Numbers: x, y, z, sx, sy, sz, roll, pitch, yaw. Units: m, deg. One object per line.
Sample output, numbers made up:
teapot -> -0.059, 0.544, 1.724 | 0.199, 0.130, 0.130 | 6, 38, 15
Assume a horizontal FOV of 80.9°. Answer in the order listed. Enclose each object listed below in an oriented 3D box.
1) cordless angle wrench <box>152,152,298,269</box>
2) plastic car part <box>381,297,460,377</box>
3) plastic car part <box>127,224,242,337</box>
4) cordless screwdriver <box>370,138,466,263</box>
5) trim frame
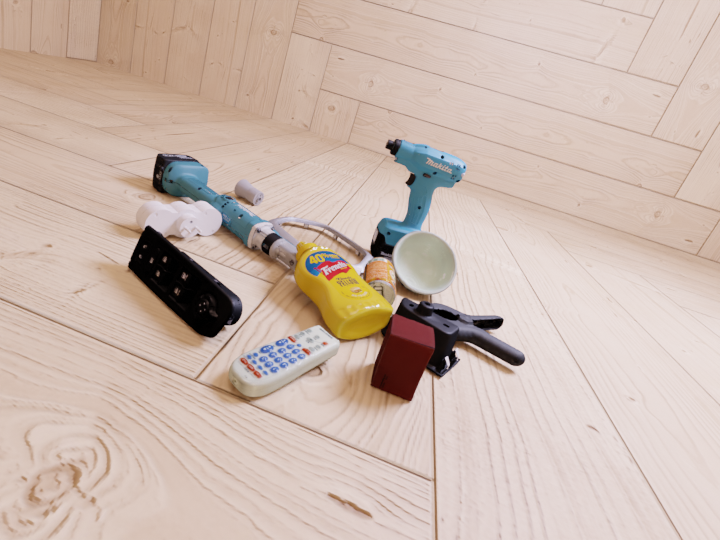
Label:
cordless angle wrench -> -0.256, -0.115, 0.810 | 0.445, 0.073, 0.094 | 34, 27, 30
plastic car part -> 0.087, 0.080, 0.591 | 0.122, 0.070, 0.063 | 34, 25, 28
plastic car part -> -0.220, 0.018, 0.541 | 0.214, 0.066, 0.063 | 32, -1, 34
cordless screwdriver -> 0.085, -0.132, 0.849 | 0.157, 0.247, 0.076 | 21, 21, -7
trim frame -> -0.082, -0.054, 0.843 | 0.176, 0.027, 0.263 | -5, 32, -44
